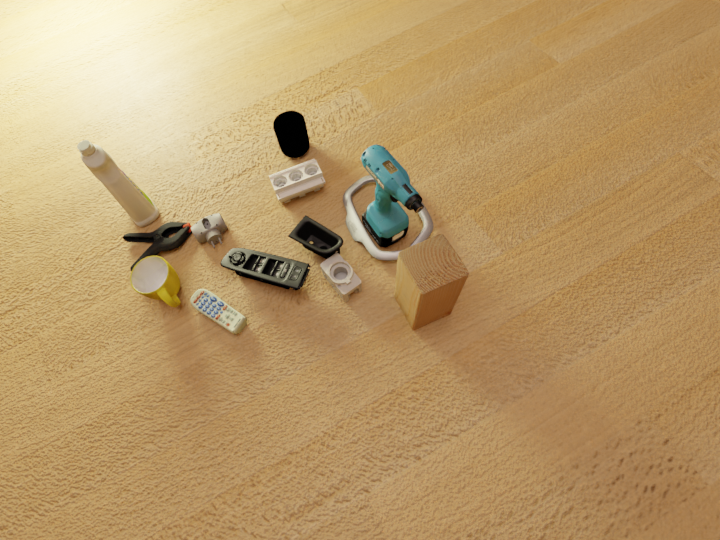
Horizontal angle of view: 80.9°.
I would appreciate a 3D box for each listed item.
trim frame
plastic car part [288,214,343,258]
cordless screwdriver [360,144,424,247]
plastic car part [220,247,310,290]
[{"bbox_3d":[0.058,-0.130,0.991,0.183,0.026,0.259,-24,63,-5],"label":"trim frame"},{"bbox_3d":[-0.093,-0.061,0.953,0.121,0.068,0.066,31,70,20],"label":"plastic car part"},{"bbox_3d":[0.066,-0.127,0.868,0.074,0.240,0.166,-30,66,-11],"label":"cordless screwdriver"},{"bbox_3d":[-0.211,-0.002,0.941,0.209,0.065,0.067,16,66,14],"label":"plastic car part"}]
